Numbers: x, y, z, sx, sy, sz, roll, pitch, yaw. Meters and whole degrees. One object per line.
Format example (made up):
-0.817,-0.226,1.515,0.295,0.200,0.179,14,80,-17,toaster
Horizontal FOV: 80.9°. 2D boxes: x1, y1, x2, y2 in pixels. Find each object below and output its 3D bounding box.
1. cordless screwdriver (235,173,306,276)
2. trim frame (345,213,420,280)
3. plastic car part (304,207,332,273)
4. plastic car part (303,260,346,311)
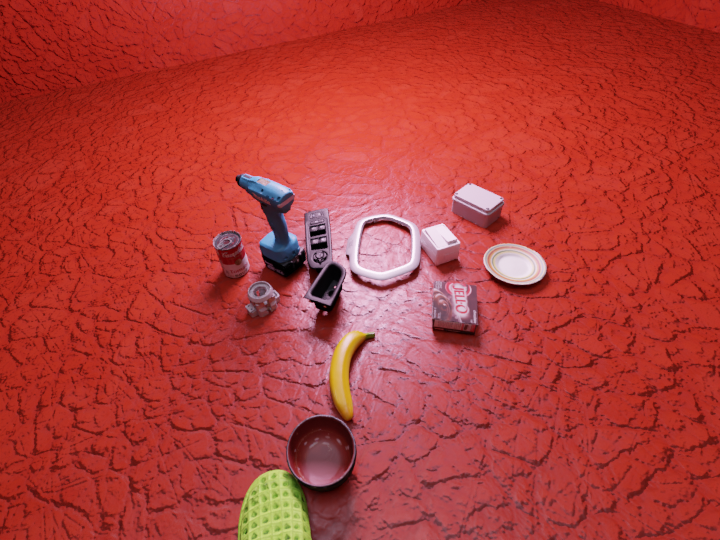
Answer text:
-0.212,-0.110,0.989,0.167,0.240,0.073,28,53,29,cordless screwdriver
0.056,-0.064,1.058,0.187,0.026,0.254,0,45,8,trim frame
-0.103,-0.068,1.056,0.066,0.064,0.211,-7,45,-2,plastic car part
-0.068,0.045,0.937,0.068,0.068,0.116,15,49,19,plastic car part
